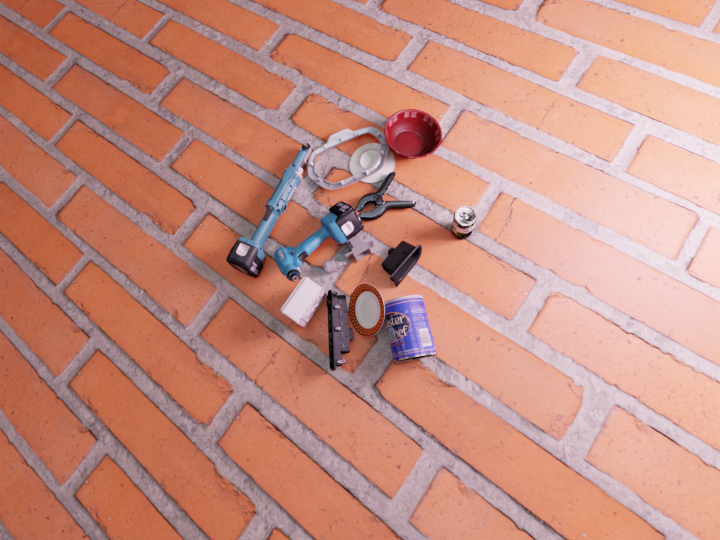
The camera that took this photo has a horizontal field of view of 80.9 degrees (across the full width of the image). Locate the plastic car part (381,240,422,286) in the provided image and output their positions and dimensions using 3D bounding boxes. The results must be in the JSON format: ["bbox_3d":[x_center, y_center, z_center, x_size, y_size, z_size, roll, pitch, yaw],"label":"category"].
[{"bbox_3d":[0.099,-0.028,1.096,0.075,0.063,0.116,31,76,31],"label":"plastic car part"}]

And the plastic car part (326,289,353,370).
[{"bbox_3d":[-0.055,0.143,1.063,0.067,0.065,0.208,-7,71,-4],"label":"plastic car part"}]

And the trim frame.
[{"bbox_3d":[-0.039,-0.328,1.219,0.252,0.026,0.191,-22,62,11],"label":"trim frame"}]

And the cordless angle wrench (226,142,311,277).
[{"bbox_3d":[-0.238,-0.187,1.200,0.076,0.095,0.424,20,73,13],"label":"cordless angle wrench"}]

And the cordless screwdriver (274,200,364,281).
[{"bbox_3d":[-0.108,-0.070,1.101,0.248,0.071,0.167,-36,31,-2],"label":"cordless screwdriver"}]
